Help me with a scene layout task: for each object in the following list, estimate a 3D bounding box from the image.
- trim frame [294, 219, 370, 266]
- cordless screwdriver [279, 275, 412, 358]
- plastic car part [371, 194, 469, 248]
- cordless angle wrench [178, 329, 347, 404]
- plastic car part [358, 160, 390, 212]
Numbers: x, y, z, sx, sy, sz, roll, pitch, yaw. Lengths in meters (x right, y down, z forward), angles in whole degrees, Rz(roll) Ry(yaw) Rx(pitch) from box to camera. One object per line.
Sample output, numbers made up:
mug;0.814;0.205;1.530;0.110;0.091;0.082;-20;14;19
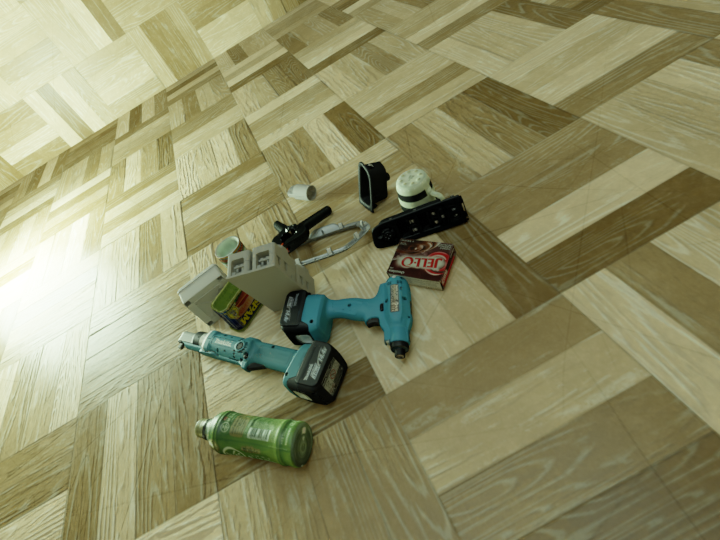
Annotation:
trim frame;-0.095;-0.062;0.972;0.253;0.027;0.186;-19;22;16
cordless screwdriver;-0.027;0.100;0.798;0.255;0.070;0.163;-10;48;17
plastic car part;0.118;-0.109;0.905;0.206;0.063;0.069;-21;35;12
cordless angle wrench;-0.229;0.167;0.855;0.443;0.070;0.098;4;55;34
plastic car part;0.037;-0.210;1.013;0.069;0.113;0.070;-19;40;-23
